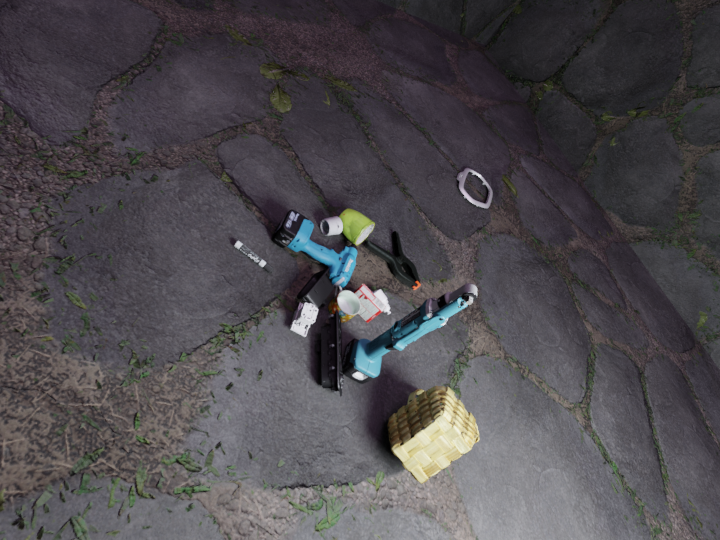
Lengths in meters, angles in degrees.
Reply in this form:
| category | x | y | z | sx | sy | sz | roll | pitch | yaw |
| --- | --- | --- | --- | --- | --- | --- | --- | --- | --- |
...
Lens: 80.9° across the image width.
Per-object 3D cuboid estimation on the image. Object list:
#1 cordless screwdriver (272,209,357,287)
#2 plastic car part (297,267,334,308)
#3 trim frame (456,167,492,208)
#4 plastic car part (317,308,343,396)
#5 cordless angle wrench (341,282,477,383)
| category | x | y | z | sx | sy | sz | roll | pitch | yaw |
| --- | --- | --- | --- | --- | --- | --- | --- | --- | --- |
| cordless screwdriver | -0.117 | -0.077 | 1.197 | 0.244 | 0.075 | 0.160 | 36 | 45 | -11 |
| plastic car part | -0.112 | 0.059 | 1.111 | 0.069 | 0.068 | 0.116 | 48 | 46 | -16 |
| trim frame | 0.501 | -0.363 | 1.851 | 0.182 | 0.028 | 0.249 | 36 | 47 | -6 |
| plastic car part | -0.071 | 0.198 | 1.021 | 0.067 | 0.064 | 0.210 | -5 | 54 | -4 |
| cordless angle wrench | 0.097 | 0.135 | 0.920 | 0.072 | 0.427 | 0.099 | 31 | 47 | -15 |
